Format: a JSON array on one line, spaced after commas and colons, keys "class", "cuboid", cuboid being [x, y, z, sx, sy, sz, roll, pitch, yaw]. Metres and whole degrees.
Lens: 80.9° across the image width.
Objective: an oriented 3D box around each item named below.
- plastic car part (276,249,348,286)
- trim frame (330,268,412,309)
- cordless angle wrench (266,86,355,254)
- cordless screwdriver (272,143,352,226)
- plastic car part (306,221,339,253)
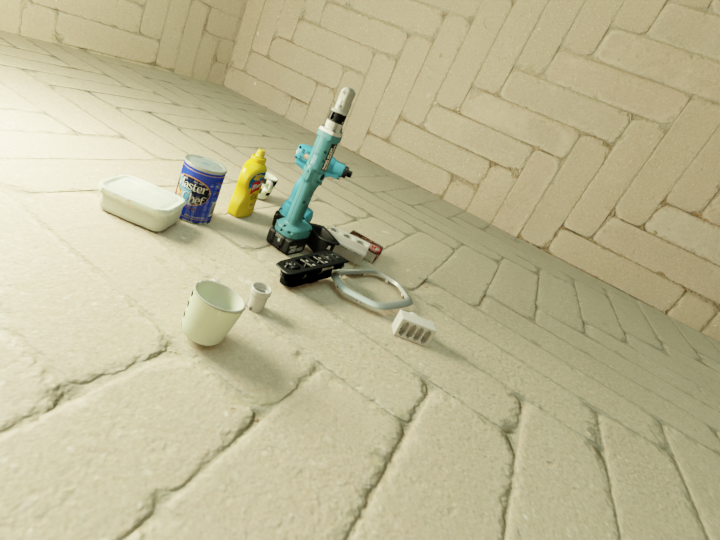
[{"class": "plastic car part", "cuboid": [-0.117, -0.003, 0.966, 0.070, 0.066, 0.194, 37, 25, 27]}, {"class": "trim frame", "cuboid": [0.029, 0.042, 1.062, 0.194, 0.027, 0.237, 38, 26, 32]}, {"class": "cordless angle wrench", "cuboid": [-0.112, -0.236, 1.027, 0.077, 0.420, 0.094, 35, 23, 21]}, {"class": "cordless screwdriver", "cuboid": [-0.136, -0.205, 1.161, 0.160, 0.247, 0.074, 26, 21, 1]}, {"class": "plastic car part", "cuboid": [-0.110, -0.072, 1.123, 0.063, 0.070, 0.123, 9, 27, -35]}]
